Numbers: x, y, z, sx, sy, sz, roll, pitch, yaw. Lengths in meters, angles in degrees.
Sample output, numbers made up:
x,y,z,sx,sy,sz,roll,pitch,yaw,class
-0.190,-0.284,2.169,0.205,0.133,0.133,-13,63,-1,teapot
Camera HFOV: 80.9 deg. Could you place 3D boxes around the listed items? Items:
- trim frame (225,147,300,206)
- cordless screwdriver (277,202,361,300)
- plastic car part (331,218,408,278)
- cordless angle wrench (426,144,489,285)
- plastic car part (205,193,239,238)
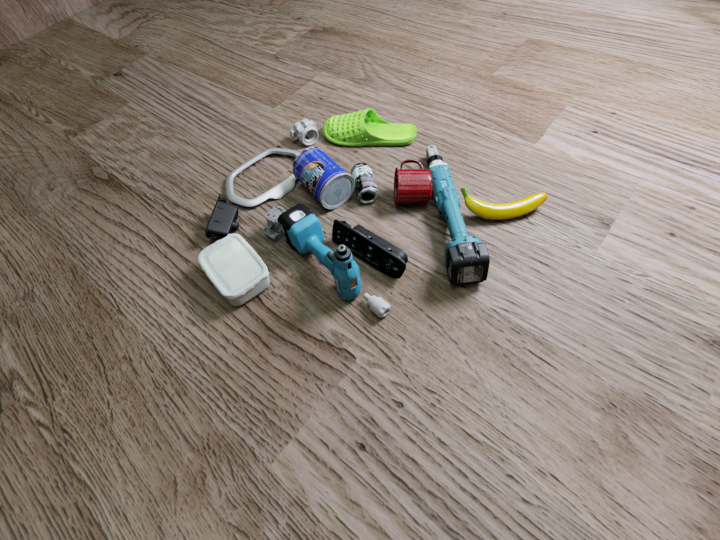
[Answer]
x,y,z,sx,sy,sz,roll,pitch,yaw,class
-0.263,-0.262,1.174,0.245,0.026,0.194,-39,57,-20,trim frame
-0.090,-0.059,0.918,0.073,0.153,0.262,-33,55,-17,cordless screwdriver
0.026,-0.052,0.957,0.214,0.065,0.065,36,40,30,plastic car part
0.203,-0.161,0.988,0.075,0.094,0.437,-9,50,4,cordless angle wrench
-0.342,-0.125,1.072,0.071,0.065,0.119,9,58,-4,plastic car part
